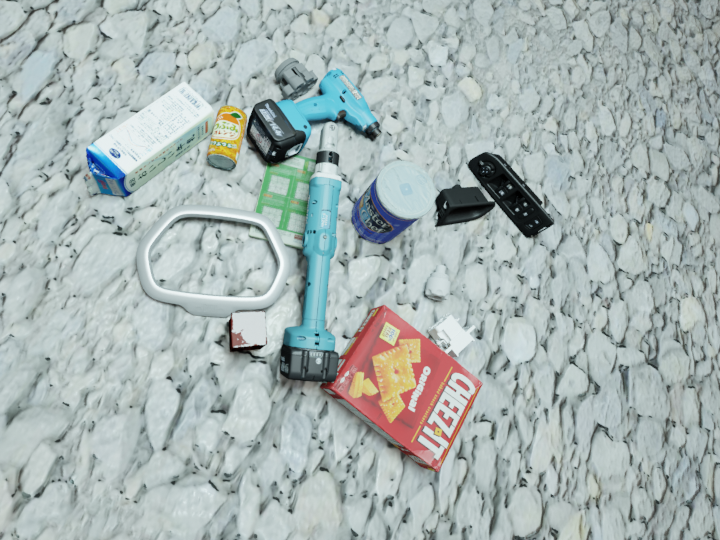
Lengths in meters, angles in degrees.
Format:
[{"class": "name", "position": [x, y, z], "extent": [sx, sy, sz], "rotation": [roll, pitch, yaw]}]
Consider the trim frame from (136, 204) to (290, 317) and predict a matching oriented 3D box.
[{"class": "trim frame", "position": [-0.239, -0.017, 0.698], "extent": [0.243, 0.028, 0.187], "rotation": [5, 75, -12]}]

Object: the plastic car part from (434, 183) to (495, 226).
[{"class": "plastic car part", "position": [0.197, -0.137, 0.838], "extent": [0.113, 0.065, 0.073], "rotation": [-12, 64, -22]}]

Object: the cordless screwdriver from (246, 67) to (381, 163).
[{"class": "cordless screwdriver", "position": [-0.079, -0.277, 0.795], "extent": [0.244, 0.075, 0.160], "rotation": [-38, 86, -30]}]

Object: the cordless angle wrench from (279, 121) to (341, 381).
[{"class": "cordless angle wrench", "position": [-0.067, -0.044, 0.687], "extent": [0.072, 0.100, 0.427], "rotation": [8, 79, -18]}]

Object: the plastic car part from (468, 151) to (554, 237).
[{"class": "plastic car part", "position": [0.313, -0.169, 0.871], "extent": [0.204, 0.067, 0.066], "rotation": [48, 58, 3]}]
